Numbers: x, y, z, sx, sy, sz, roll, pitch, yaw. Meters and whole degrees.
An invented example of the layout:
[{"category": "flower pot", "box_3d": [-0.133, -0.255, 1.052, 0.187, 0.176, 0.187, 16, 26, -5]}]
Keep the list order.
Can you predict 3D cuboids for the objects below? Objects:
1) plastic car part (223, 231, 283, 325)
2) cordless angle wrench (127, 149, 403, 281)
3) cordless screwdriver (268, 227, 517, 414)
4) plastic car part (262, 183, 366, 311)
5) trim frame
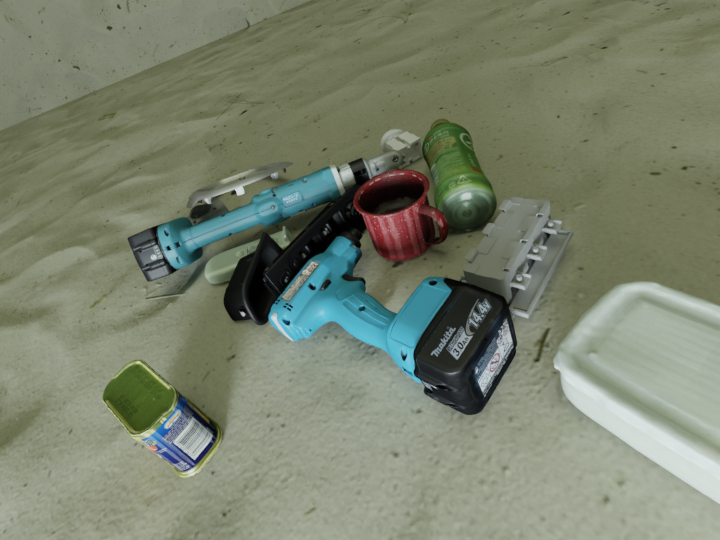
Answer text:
[{"category": "plastic car part", "box_3d": [-0.146, 0.018, 0.561, 0.073, 0.063, 0.118, -15, 42, 34]}, {"category": "cordless angle wrench", "box_3d": [-0.135, -0.097, 0.646, 0.424, 0.073, 0.099, -21, 12, 2]}, {"category": "cordless screwdriver", "box_3d": [0.030, 0.029, 0.442, 0.263, 0.071, 0.158, 14, 57, 40]}, {"category": "plastic car part", "box_3d": [-0.056, -0.037, 0.573, 0.201, 0.064, 0.070, -48, 22, -24]}, {"category": "trim frame", "box_3d": [-0.218, -0.152, 0.741, 0.180, 0.027, 0.261, -28, 23, -23]}]
